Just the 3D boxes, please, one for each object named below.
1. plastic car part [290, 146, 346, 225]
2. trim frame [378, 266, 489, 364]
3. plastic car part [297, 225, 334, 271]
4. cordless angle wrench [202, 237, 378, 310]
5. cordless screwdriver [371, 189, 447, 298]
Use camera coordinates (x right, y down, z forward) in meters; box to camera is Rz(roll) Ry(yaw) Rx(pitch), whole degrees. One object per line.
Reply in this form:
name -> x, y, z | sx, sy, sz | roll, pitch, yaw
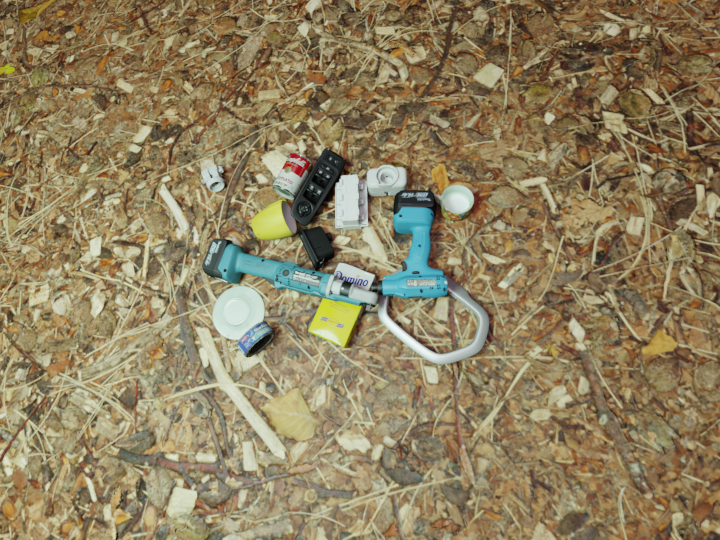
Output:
plastic car part -> -0.116, -0.205, 1.058 | 0.064, 0.069, 0.203 | 33, 74, -21
trim frame -> 0.154, 0.090, 0.920 | 0.260, 0.026, 0.183 | 36, 76, 25
plastic car part -> -0.100, -0.065, 1.019 | 0.070, 0.064, 0.121 | -18, 66, -13
cordless angle wrench -> -0.163, 0.014, 0.968 | 0.439, 0.071, 0.098 | 13, 75, 21
cordless screwdriver -> 0.103, -0.058, 0.954 | 0.161, 0.072, 0.254 | -3, 67, 8
